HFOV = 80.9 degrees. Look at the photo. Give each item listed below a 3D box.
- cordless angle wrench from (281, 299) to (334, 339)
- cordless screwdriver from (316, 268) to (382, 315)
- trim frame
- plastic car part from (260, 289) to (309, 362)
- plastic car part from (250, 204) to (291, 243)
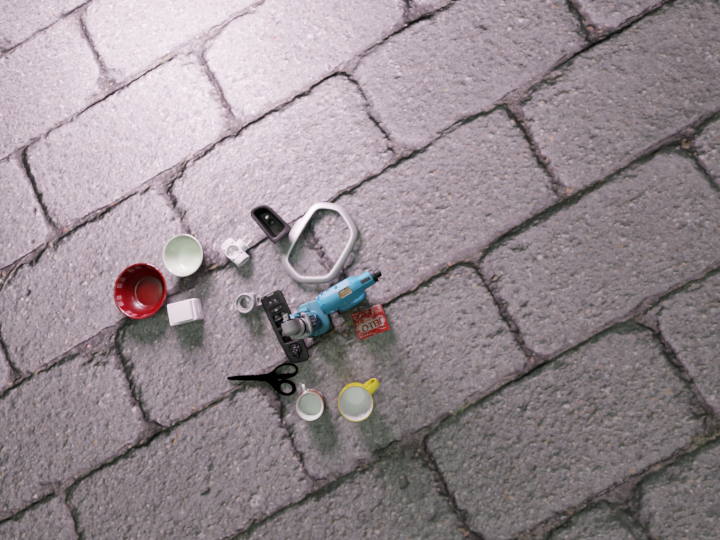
[{"bbox_3d":[-0.125,0.120,0.976,0.074,0.417,0.099,-20,86,0],"label":"cordless angle wrench"},{"bbox_3d":[-0.021,0.049,1.059,0.159,0.245,0.075,-30,86,0],"label":"cordless screwdriver"},{"bbox_3d":[-0.117,-0.076,1.196,0.188,0.027,0.248,29,87,9],"label":"trim frame"},{"bbox_3d":[-0.202,0.156,1.158,0.066,0.066,0.206,-26,81,1],"label":"plastic car part"},{"bbox_3d":[-0.252,-0.135,1.198,0.066,0.070,0.119,-43,82,-1],"label":"plastic car part"}]
